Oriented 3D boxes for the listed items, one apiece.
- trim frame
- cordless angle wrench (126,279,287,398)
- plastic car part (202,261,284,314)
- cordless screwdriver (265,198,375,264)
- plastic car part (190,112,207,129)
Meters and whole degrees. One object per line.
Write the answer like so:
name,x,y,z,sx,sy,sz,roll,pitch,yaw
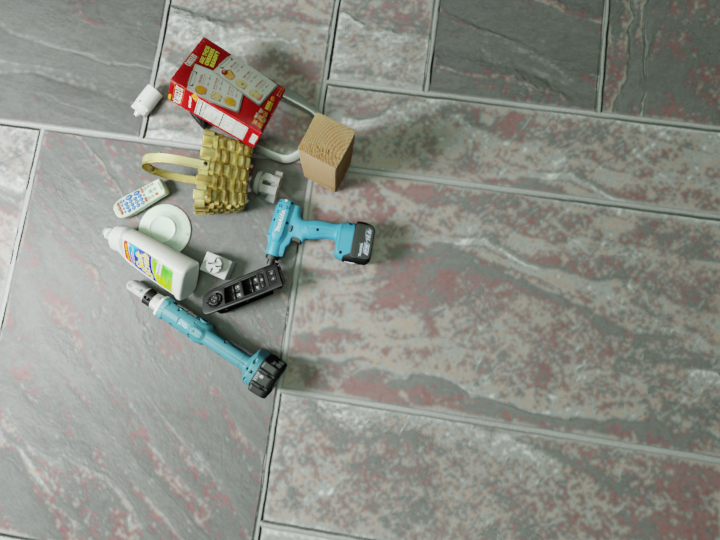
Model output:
trim frame,-0.211,-0.372,1.052,0.252,0.027,0.184,27,86,6
cordless angle wrench,-0.369,0.138,0.973,0.430,0.096,0.074,31,89,8
plastic car part,-0.272,0.050,0.987,0.203,0.065,0.069,-20,67,1
cordless screwdriver,-0.097,-0.063,0.992,0.252,0.073,0.159,15,85,7
plastic car part,-0.373,-0.410,1.026,0.070,0.117,0.067,-38,87,-27
